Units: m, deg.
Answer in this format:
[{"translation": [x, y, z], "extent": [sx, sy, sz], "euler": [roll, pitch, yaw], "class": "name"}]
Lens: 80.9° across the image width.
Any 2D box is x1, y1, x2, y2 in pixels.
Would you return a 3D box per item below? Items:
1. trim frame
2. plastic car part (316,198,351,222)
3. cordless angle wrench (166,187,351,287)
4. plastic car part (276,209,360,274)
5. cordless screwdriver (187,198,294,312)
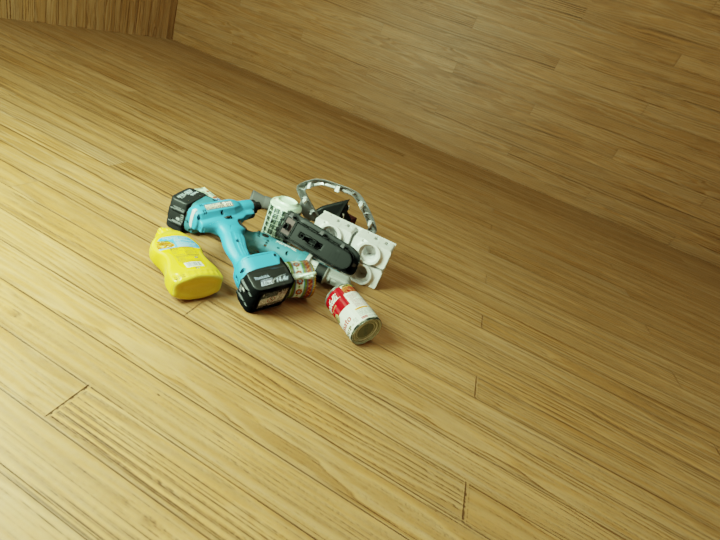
[{"translation": [-0.060, -0.139, 1.024], "extent": [0.192, 0.236, 0.028], "euler": [9, 64, 25], "class": "trim frame"}, {"translation": [-0.072, -0.136, 1.122], "extent": [0.121, 0.068, 0.066], "euler": [-9, 38, 40], "class": "plastic car part"}, {"translation": [-0.217, -0.056, 0.927], "extent": [0.427, 0.074, 0.098], "euler": [25, 27, 4], "class": "cordless angle wrench"}, {"translation": [-0.091, -0.060, 0.935], "extent": [0.204, 0.066, 0.067], "euler": [30, 0, 2], "class": "plastic car part"}, {"translation": [-0.215, -0.047, 0.830], "extent": [0.153, 0.074, 0.259], "euler": [-19, 60, -40], "class": "cordless screwdriver"}]
